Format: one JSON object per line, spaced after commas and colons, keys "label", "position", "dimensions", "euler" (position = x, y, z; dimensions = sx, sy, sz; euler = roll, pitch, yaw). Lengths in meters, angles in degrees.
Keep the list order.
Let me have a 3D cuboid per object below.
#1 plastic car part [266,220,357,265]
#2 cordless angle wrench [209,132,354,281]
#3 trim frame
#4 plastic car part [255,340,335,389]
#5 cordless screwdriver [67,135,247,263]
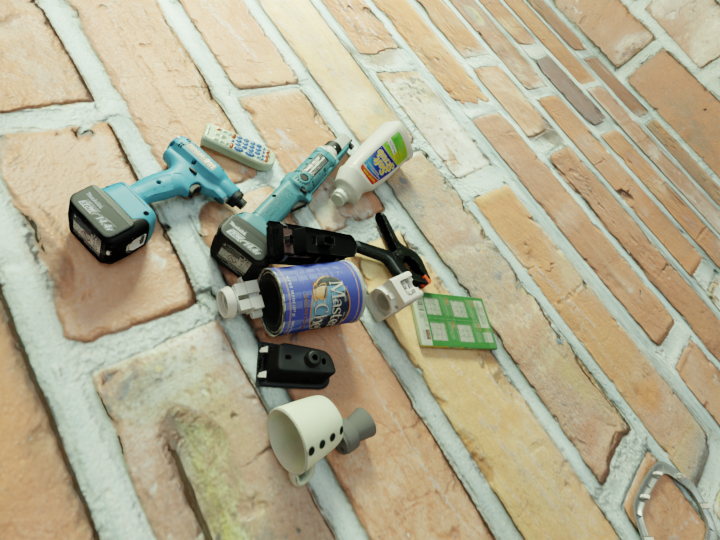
{"label": "plastic car part", "position": [-0.068, -0.044, 0.695], "dimensions": [0.193, 0.069, 0.067], "euler": [6, 70, -60]}
{"label": "cordless angle wrench", "position": [-0.114, -0.154, 0.784], "dimensions": [0.097, 0.075, 0.422], "euler": [36, 48, -6]}
{"label": "trim frame", "position": [0.595, 0.478, 0.788], "dimensions": [0.240, 0.028, 0.189], "euler": [-20, 73, -37]}
{"label": "plastic car part", "position": [-0.087, 0.135, 0.615], "dimensions": [0.113, 0.071, 0.068], "euler": [11, 59, -20]}
{"label": "cordless screwdriver", "position": [-0.299, -0.103, 0.651], "dimensions": [0.159, 0.075, 0.247], "euler": [39, 47, -2]}
